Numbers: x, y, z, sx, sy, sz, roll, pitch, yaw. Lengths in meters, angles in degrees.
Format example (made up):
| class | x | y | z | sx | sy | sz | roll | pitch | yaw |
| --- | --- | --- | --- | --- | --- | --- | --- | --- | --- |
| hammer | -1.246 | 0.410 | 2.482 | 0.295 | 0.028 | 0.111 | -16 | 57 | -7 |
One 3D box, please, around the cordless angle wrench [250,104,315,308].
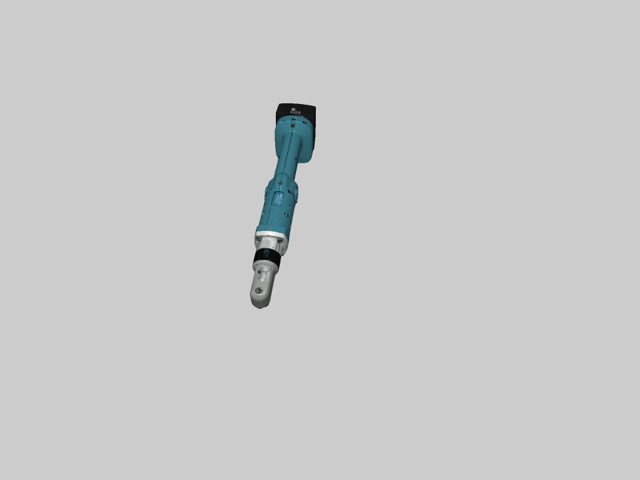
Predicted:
| class | x | y | z | sx | sy | sz | roll | pitch | yaw |
| --- | --- | --- | --- | --- | --- | --- | --- | --- | --- |
| cordless angle wrench | -0.065 | -0.076 | 0.718 | 0.074 | 0.421 | 0.098 | 5 | -38 | 3 |
